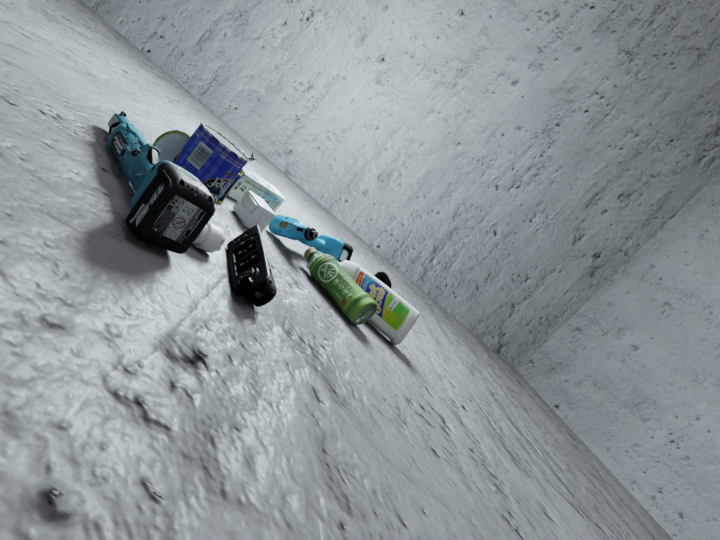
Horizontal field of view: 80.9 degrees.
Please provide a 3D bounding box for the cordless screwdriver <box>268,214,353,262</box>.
[{"bbox_3d":[-0.108,-0.071,1.106,0.168,0.074,0.235,18,-7,42],"label":"cordless screwdriver"}]

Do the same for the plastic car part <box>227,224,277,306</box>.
[{"bbox_3d":[-0.171,-0.003,0.668,0.064,0.066,0.211,66,-6,-27],"label":"plastic car part"}]

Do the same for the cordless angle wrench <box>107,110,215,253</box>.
[{"bbox_3d":[-0.348,-0.173,0.666,0.070,0.098,0.448,32,8,-48],"label":"cordless angle wrench"}]

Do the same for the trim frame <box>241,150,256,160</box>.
[{"bbox_3d":[-0.359,-0.284,1.002,0.258,0.027,0.180,14,15,19],"label":"trim frame"}]

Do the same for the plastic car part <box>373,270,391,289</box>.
[{"bbox_3d":[0.028,0.060,1.103,0.065,0.116,0.072,40,-15,-6],"label":"plastic car part"}]
